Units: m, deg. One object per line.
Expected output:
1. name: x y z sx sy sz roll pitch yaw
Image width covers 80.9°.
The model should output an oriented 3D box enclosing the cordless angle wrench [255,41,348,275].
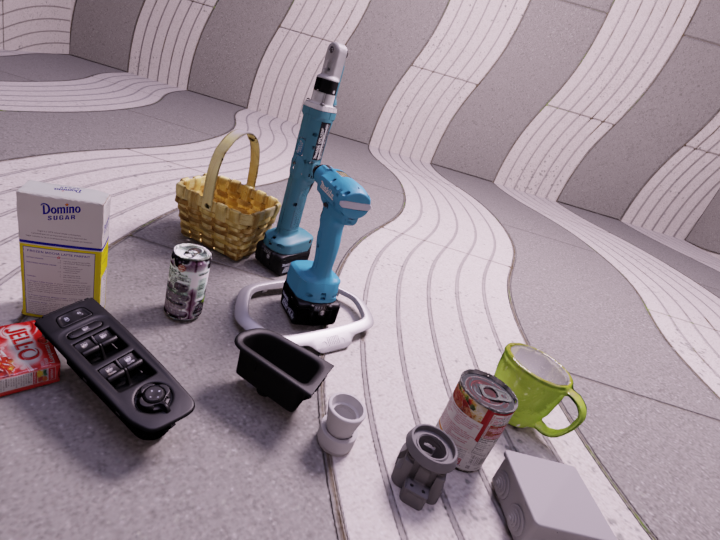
1. cordless angle wrench: -0.100 -0.193 0.776 0.078 0.418 0.094 33 26 29

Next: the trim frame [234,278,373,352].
1. trim frame: -0.092 0.067 0.703 0.237 0.027 0.195 -5 32 -40

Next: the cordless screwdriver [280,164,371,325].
1. cordless screwdriver: -0.067 -0.044 0.689 0.071 0.246 0.168 5 26 -29

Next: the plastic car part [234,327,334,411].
1. plastic car part: -0.103 0.126 0.517 0.120 0.070 0.065 25 24 16

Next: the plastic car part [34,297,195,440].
1. plastic car part: -0.265 0.111 0.453 0.212 0.066 0.064 28 25 23
